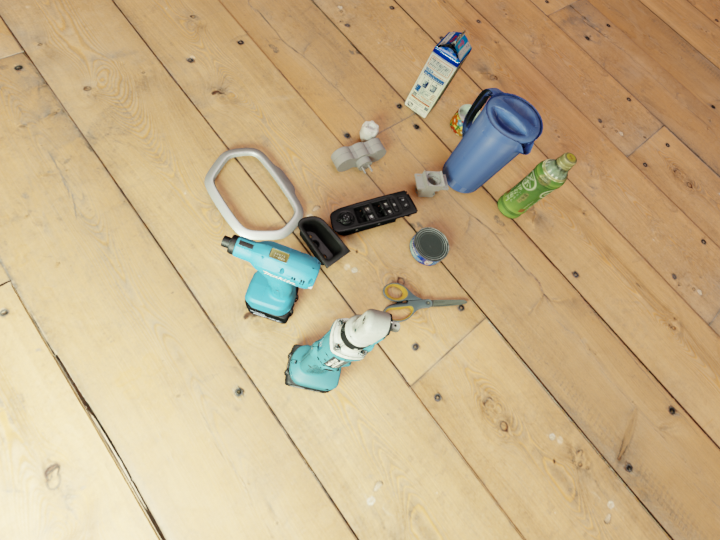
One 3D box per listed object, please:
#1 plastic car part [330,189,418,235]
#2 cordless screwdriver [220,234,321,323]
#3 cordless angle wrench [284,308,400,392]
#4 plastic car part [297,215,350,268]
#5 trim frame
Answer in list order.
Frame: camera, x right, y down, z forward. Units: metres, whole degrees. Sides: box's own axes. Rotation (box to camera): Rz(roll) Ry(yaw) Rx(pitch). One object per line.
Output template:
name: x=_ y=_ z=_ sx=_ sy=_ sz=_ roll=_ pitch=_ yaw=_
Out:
plastic car part: x=0.021 y=-0.125 z=0.960 sx=0.198 sy=0.067 sz=0.068 roll=-16 pitch=73 yaw=-19
cordless screwdriver: x=-0.171 y=0.015 z=0.755 sx=0.158 sy=0.248 sz=0.075 roll=22 pitch=65 yaw=-7
cordless angle wrench: x=-0.041 y=0.124 z=0.638 sx=0.096 sy=0.423 sz=0.075 roll=16 pitch=66 yaw=-11
plastic car part: x=-0.088 y=-0.058 z=0.904 sx=0.065 sy=0.071 sz=0.119 roll=-35 pitch=79 yaw=-25
trim frame: x=-0.235 y=-0.173 z=0.947 sx=0.181 sy=0.027 sz=0.254 roll=-33 pitch=77 yaw=-23
